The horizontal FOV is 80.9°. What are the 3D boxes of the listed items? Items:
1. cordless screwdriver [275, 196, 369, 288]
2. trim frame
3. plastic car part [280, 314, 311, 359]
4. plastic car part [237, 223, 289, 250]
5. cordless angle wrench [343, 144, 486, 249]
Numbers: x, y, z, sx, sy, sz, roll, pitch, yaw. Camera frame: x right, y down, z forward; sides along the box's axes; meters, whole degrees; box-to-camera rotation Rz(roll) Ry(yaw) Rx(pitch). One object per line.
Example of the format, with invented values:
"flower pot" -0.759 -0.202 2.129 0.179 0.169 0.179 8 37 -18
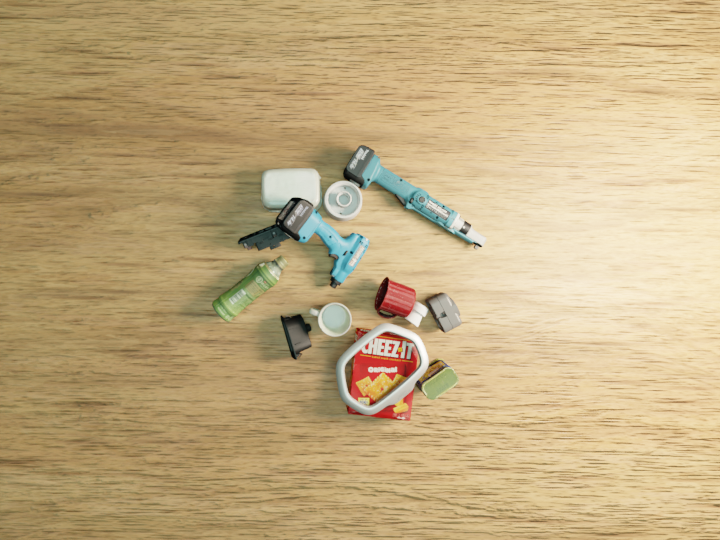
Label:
"cordless screwdriver" -0.106 -0.069 1.084 0.238 0.078 0.159 33 88 -25
"trim frame" 0.052 0.246 1.059 0.248 0.027 0.185 -40 86 -4
"plastic car part" -0.163 0.168 1.119 0.069 0.067 0.117 -13 86 -18
"plastic car part" -0.221 -0.097 1.122 0.202 0.067 0.066 -26 97 -3
"cordless angle wrench" 0.154 -0.185 1.127 0.422 0.074 0.098 32 88 -2
